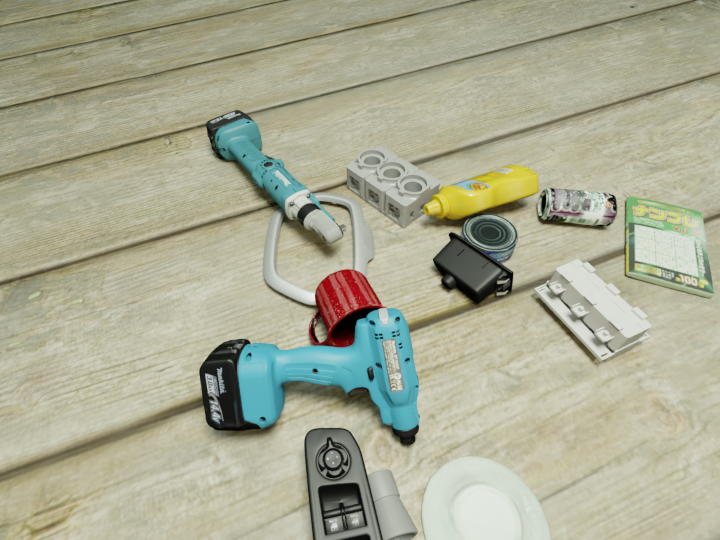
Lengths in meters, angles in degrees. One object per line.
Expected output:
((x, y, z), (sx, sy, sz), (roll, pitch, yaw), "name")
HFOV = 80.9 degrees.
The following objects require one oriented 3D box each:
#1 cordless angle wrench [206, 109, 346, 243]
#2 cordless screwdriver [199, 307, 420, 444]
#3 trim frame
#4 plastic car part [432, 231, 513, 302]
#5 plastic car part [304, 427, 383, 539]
((-0.165, -0.176, 0.782), (0.096, 0.071, 0.447), (-29, 51, -19), "cordless angle wrench")
((-0.056, 0.143, 0.505), (0.251, 0.158, 0.074), (-11, 6, 6), "cordless screwdriver")
((-0.069, -0.045, 0.711), (0.185, 0.026, 0.256), (-5, 49, 3), "trim frame")
((0.158, 0.003, 0.633), (0.070, 0.063, 0.123), (-43, 55, -11), "plastic car part")
((-0.011, 0.262, 0.422), (0.066, 0.064, 0.211), (-16, 54, -1), "plastic car part")
